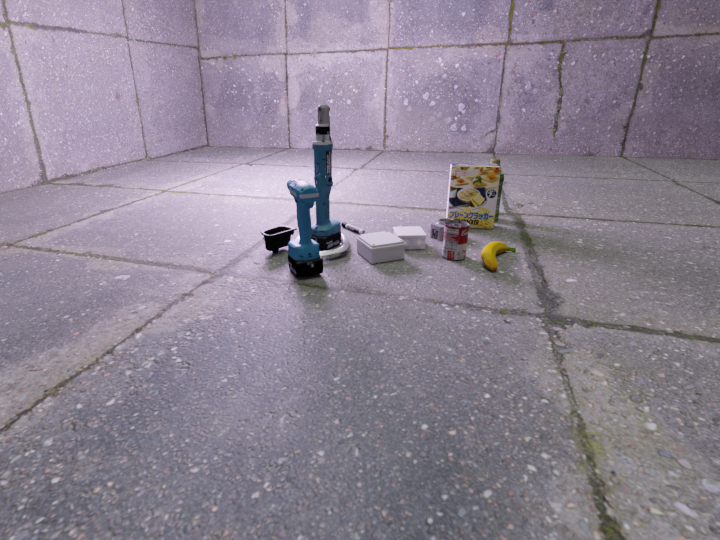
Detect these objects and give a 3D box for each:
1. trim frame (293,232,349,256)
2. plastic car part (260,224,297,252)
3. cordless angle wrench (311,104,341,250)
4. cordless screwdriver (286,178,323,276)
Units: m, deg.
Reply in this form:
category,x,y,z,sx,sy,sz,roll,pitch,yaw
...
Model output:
category,x,y,z,sx,sy,sz,roll,pitch,yaw
trim frame,-0.128,-0.084,1.311,0.185,0.027,0.254,-1,23,0
plastic car part,-0.254,-0.092,1.282,0.069,0.069,0.113,14,27,32
cordless angle wrench,-0.110,-0.272,1.259,0.078,0.414,0.095,16,25,34
cordless screwdriver,-0.157,-0.117,1.117,0.072,0.243,0.167,-8,23,-23
